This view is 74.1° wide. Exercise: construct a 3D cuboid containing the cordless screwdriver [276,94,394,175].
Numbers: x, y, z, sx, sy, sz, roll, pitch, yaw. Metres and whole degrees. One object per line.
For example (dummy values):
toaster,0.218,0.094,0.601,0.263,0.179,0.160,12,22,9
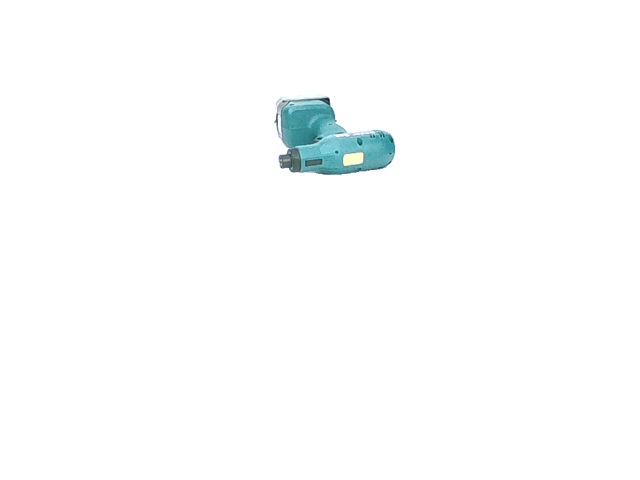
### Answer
cordless screwdriver,-0.015,-0.161,0.650,0.158,0.074,0.249,-11,32,-18
